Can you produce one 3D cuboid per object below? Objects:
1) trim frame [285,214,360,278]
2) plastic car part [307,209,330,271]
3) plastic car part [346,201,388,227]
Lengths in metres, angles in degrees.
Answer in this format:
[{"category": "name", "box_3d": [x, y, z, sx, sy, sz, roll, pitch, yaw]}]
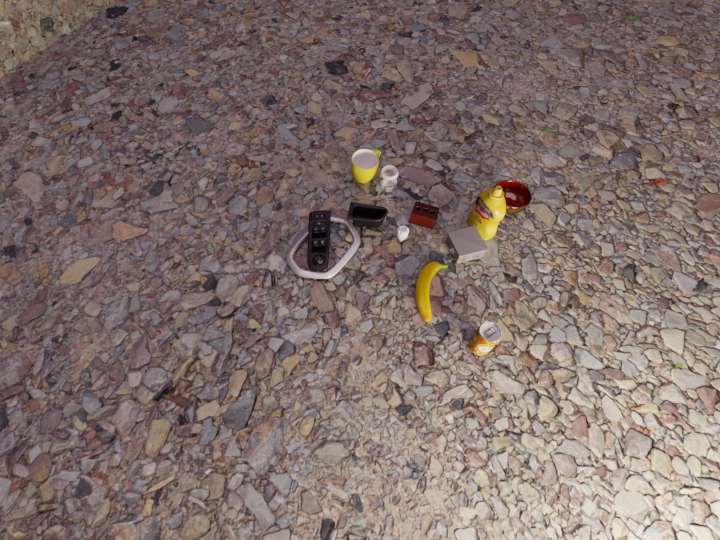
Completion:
[{"category": "trim frame", "box_3d": [-0.112, -0.074, 1.265, 0.191, 0.027, 0.247, 30, 64, 19]}, {"category": "plastic car part", "box_3d": [-0.122, -0.080, 1.247, 0.066, 0.065, 0.209, 0, 58, 0]}, {"category": "plastic car part", "box_3d": [0.021, -0.159, 1.286, 0.118, 0.069, 0.067, 10, 60, 7]}]
